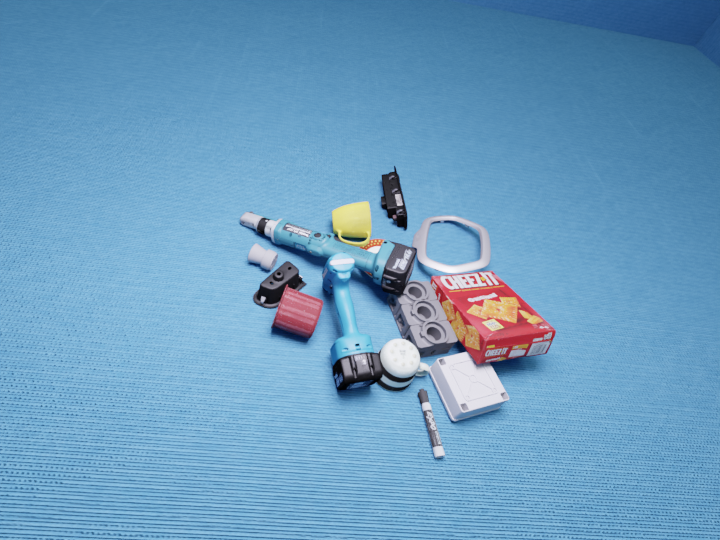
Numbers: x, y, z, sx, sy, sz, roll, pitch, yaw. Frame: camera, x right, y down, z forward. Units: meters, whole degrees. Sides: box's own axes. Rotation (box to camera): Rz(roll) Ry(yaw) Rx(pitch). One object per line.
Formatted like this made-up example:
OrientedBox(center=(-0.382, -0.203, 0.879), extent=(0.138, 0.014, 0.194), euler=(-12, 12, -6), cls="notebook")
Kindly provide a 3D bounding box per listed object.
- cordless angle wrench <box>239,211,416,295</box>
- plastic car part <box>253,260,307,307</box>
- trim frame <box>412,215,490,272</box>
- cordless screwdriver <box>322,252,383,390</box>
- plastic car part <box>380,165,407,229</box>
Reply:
OrientedBox(center=(-0.093, -0.061, 0.954), extent=(0.438, 0.072, 0.098), euler=(18, 49, 19), cls="cordless angle wrench")
OrientedBox(center=(-0.171, 0.023, 0.897), extent=(0.068, 0.070, 0.114), euler=(36, 50, 16), cls="plastic car part")
OrientedBox(center=(0.224, -0.070, 1.050), extent=(0.188, 0.026, 0.251), euler=(6, 41, 11), cls="trim frame")
OrientedBox(center=(-0.033, 0.103, 0.835), extent=(0.073, 0.158, 0.256), euler=(-6, 68, -16), cls="cordless screwdriver")
OrientedBox(center=(0.088, -0.200, 1.146), extent=(0.068, 0.063, 0.209), euler=(-10, 51, 11), cls="plastic car part")
